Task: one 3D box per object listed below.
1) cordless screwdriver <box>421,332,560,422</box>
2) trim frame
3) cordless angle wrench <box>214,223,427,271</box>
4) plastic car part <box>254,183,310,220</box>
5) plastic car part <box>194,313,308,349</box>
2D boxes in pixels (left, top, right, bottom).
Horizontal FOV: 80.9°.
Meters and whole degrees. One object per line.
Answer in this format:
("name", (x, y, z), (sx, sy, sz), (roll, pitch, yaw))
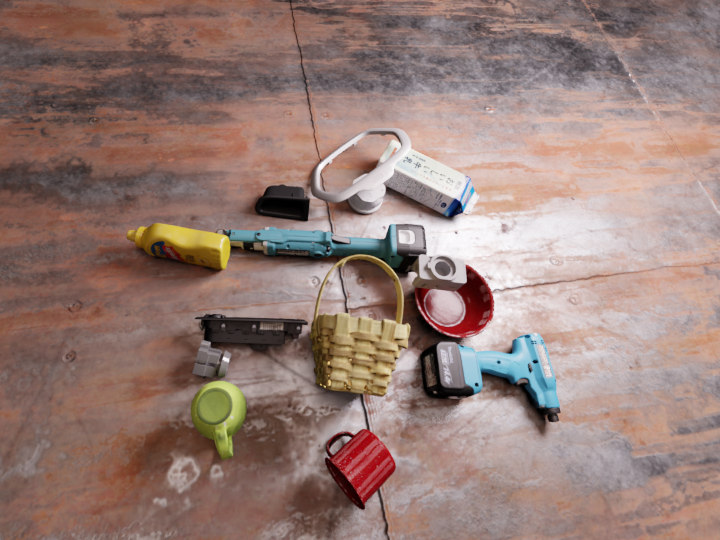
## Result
("cordless screwdriver", (0.246, 0.203, 0.781), (0.244, 0.074, 0.164), (-1, 64, -12))
("trim frame", (-0.005, -0.237, 0.938), (0.247, 0.026, 0.195), (-37, 46, -5))
("cordless angle wrench", (-0.084, -0.055, 0.864), (0.422, 0.096, 0.076), (3, 65, -1))
("plastic car part", (-0.166, -0.157, 0.919), (0.116, 0.064, 0.073), (8, 49, -1))
("plastic car part", (-0.202, 0.110, 0.780), (0.201, 0.067, 0.067), (7, 90, -6))
